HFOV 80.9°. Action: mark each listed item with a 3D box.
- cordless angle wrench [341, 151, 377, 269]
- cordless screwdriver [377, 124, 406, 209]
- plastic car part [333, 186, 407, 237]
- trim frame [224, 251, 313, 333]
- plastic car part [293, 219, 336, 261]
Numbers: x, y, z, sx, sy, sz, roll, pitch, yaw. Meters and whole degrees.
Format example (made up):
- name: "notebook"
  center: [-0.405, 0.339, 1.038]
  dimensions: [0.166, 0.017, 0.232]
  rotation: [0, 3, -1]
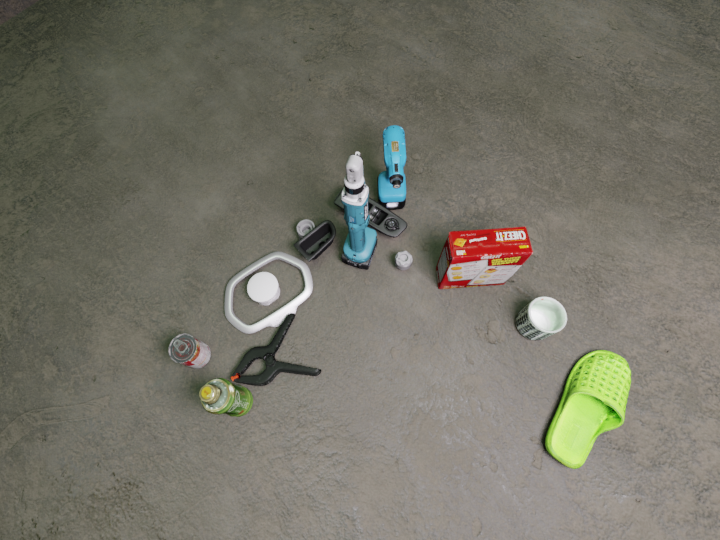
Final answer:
- name: "cordless angle wrench"
  center: [-0.007, -0.119, 0.941]
  dimensions: [0.076, 0.410, 0.099]
  rotation: [18, 70, 9]
- name: "cordless screwdriver"
  center: [0.083, -0.227, 1.069]
  dimensions: [0.075, 0.241, 0.163]
  rotation: [-2, 68, 2]
- name: "plastic car part"
  center: [0.027, -0.148, 1.138]
  dimensions: [0.210, 0.065, 0.066]
  rotation: [32, 73, 18]
- name: "trim frame"
  center: [-0.242, 0.056, 1.103]
  dimensions: [0.247, 0.026, 0.191]
  rotation: [-33, 67, -8]
- name: "plastic car part"
  center: [-0.109, -0.072, 1.119]
  dimensions: [0.116, 0.069, 0.068]
  rotation: [-41, 70, -11]
